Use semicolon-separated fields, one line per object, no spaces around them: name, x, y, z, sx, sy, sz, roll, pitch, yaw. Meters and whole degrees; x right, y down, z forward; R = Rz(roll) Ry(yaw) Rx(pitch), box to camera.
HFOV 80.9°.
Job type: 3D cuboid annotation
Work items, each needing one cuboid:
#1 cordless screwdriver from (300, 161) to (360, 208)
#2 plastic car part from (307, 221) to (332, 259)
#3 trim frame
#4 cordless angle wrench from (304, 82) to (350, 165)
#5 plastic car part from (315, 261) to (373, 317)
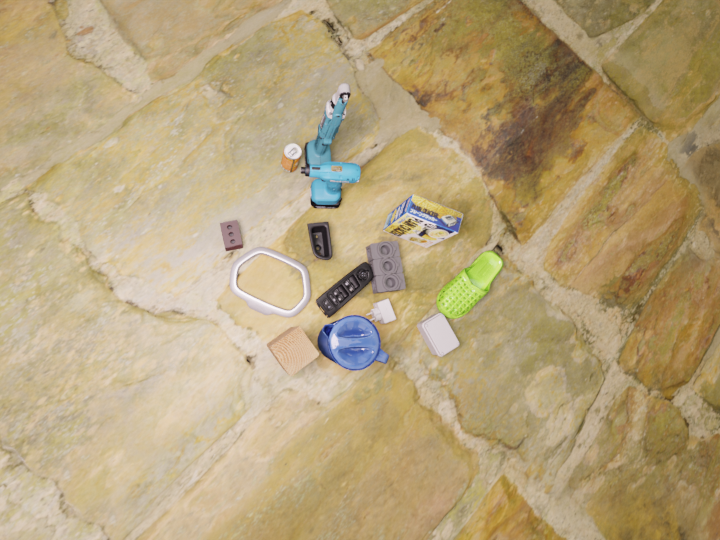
cordless screwdriver;-0.107;-0.248;1.220;0.156;0.251;0.075;1;81;-14
plastic car part;-0.124;-0.081;1.273;0.065;0.071;0.118;-7;80;-14
trim frame;-0.264;0.036;1.246;0.246;0.027;0.185;24;75;-4
cordless angle wrench;-0.089;-0.387;1.162;0.073;0.427;0.099;-1;82;-15
plastic car part;-0.045;0.055;1.260;0.201;0.067;0.066;-40;90;-15
